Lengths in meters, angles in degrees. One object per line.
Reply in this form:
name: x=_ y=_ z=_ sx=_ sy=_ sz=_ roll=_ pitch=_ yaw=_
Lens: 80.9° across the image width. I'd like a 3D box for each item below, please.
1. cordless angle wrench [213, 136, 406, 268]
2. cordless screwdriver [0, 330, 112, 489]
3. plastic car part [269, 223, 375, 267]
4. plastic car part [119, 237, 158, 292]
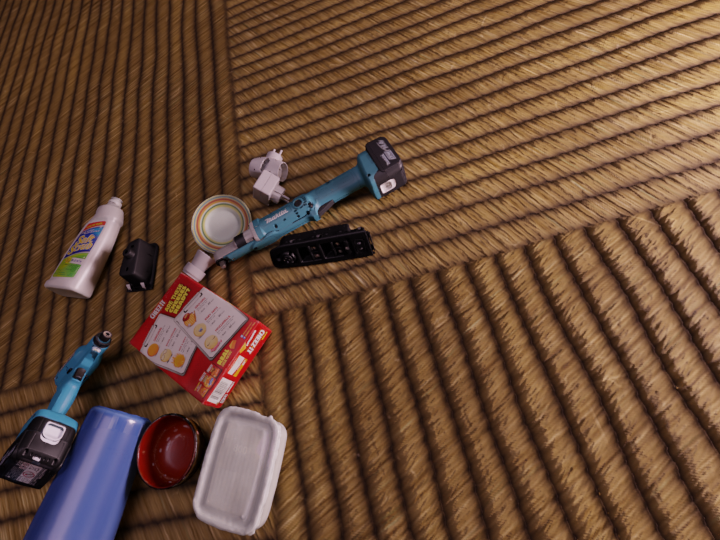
cordless angle wrench: x=-0.115 y=-0.122 z=0.857 sx=0.425 sy=0.071 sz=0.102 roll=-28 pitch=60 yaw=5
cordless screwdriver: x=-0.515 y=0.226 z=0.740 sx=0.160 sy=0.071 sz=0.259 roll=-45 pitch=30 yaw=15
plastic car part: x=-0.079 y=-0.052 z=0.812 sx=0.206 sy=0.063 sz=0.069 roll=-12 pitch=53 yaw=11
plastic car part: x=-0.491 y=-0.019 z=0.924 sx=0.067 sy=0.068 sz=0.119 roll=-8 pitch=66 yaw=11
